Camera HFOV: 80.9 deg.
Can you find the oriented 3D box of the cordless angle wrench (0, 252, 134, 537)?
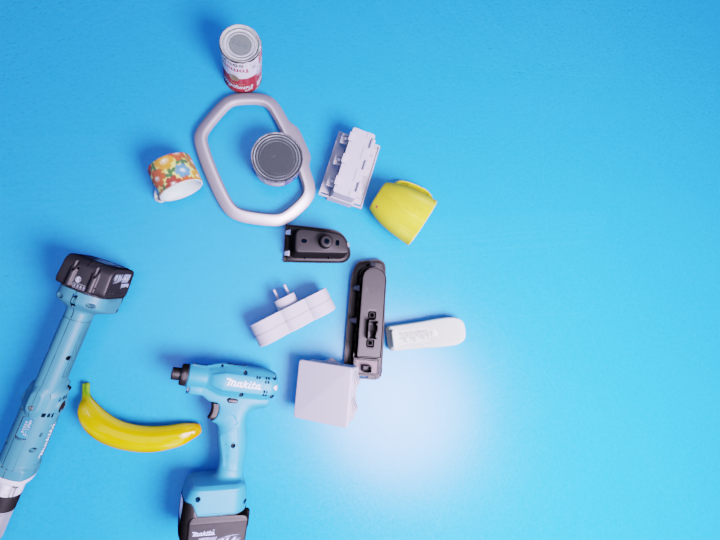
[{"bbox_3d":[-0.456,0.185,0.613,0.074,0.098,0.424,20,84,-5],"label":"cordless angle wrench"}]

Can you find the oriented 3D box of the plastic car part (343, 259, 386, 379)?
[{"bbox_3d":[0.012,0.079,0.705,0.066,0.066,0.205,4,79,-3],"label":"plastic car part"}]

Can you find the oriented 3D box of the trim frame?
[{"bbox_3d":[-0.179,-0.193,0.733,0.182,0.027,0.251,-24,84,-9],"label":"trim frame"}]

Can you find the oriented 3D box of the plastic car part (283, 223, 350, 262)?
[{"bbox_3d":[-0.069,-0.045,0.704,0.115,0.071,0.066,3,85,-6],"label":"plastic car part"}]

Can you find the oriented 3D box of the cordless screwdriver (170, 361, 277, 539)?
[{"bbox_3d":[-0.222,0.264,0.627,0.154,0.076,0.251,13,77,-21],"label":"cordless screwdriver"}]
